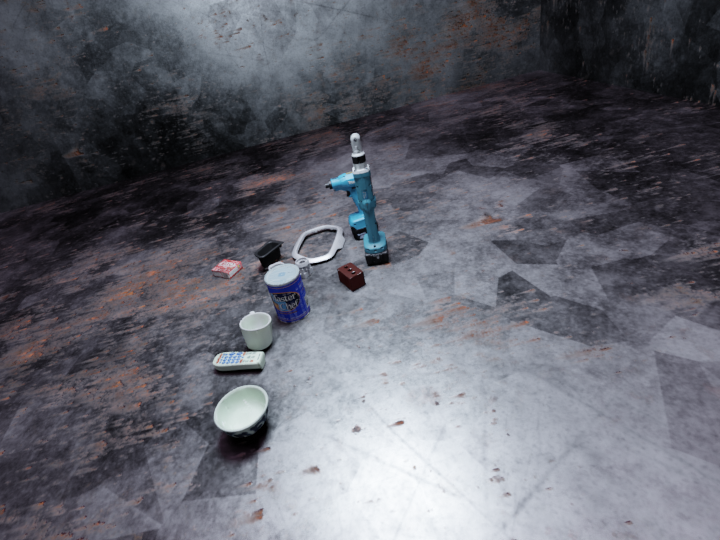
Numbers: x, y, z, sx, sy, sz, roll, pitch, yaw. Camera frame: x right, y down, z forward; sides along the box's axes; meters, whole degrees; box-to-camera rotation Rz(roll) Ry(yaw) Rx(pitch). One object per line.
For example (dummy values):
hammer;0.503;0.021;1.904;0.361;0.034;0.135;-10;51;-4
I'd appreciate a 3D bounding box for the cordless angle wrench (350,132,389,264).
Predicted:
cordless angle wrench;0.020;-0.213;1.299;0.075;0.407;0.100;-8;31;8

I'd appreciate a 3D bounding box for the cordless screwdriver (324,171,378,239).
cordless screwdriver;-0.027;-0.228;1.494;0.159;0.239;0.077;-13;31;0

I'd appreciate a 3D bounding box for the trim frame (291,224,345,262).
trim frame;-0.151;-0.099;1.547;0.189;0.026;0.252;-4;34;16

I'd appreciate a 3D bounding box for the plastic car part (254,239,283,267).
plastic car part;-0.326;-0.052;1.508;0.069;0.068;0.115;7;38;30
